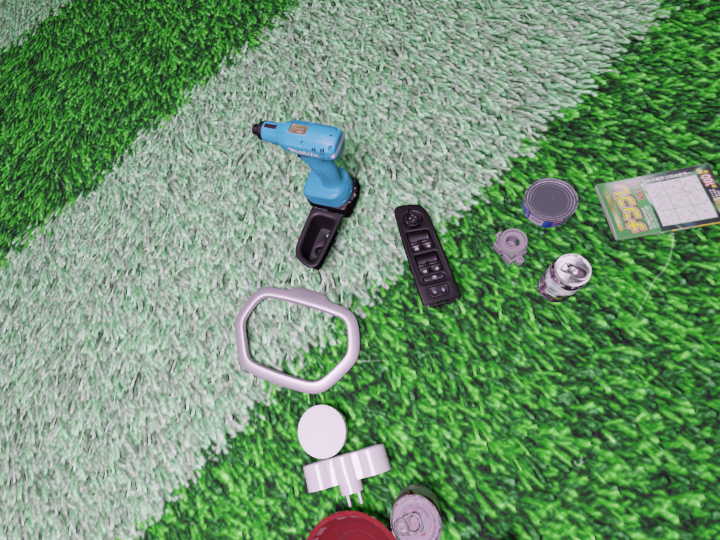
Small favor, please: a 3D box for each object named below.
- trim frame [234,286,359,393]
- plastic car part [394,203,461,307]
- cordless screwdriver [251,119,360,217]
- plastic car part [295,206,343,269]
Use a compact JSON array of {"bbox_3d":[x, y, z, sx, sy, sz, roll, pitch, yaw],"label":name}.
[{"bbox_3d":[-0.122,0.121,0.788,0.257,0.026,0.185,12,74,18],"label":"trim frame"},{"bbox_3d":[0.115,-0.029,0.763,0.067,0.064,0.209,-18,67,6],"label":"plastic car part"},{"bbox_3d":[-0.091,-0.189,0.779,0.164,0.239,0.075,17,76,16],"label":"cordless screwdriver"},{"bbox_3d":[-0.080,-0.052,0.819,0.068,0.068,0.117,17,75,17],"label":"plastic car part"}]
